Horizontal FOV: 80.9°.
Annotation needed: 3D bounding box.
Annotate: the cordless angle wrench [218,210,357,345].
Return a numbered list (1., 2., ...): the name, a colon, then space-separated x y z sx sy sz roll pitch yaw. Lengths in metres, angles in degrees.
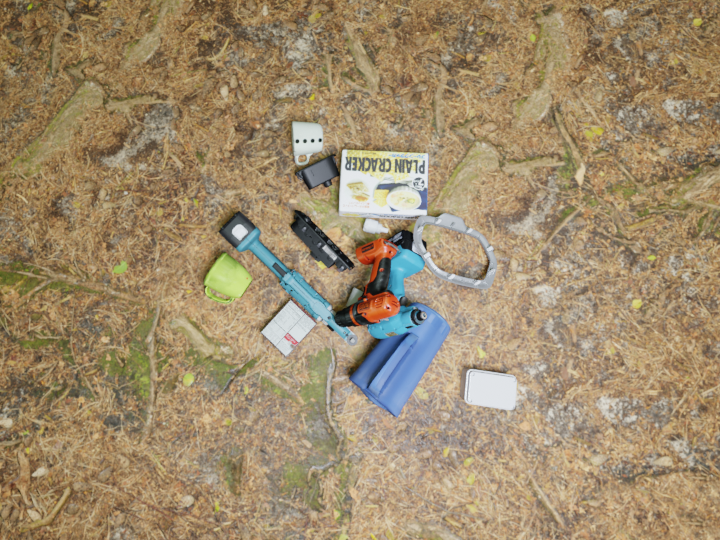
1. cordless angle wrench: -0.165 0.028 1.029 0.425 0.097 0.074 44 85 3

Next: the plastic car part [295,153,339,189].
1. plastic car part: -0.102 -0.244 1.079 0.116 0.067 0.070 -24 99 -5

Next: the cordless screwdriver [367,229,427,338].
1. cordless screwdriver: 0.099 0.026 0.943 0.071 0.163 0.252 29 57 -25

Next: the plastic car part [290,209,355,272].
1. plastic car part: -0.103 -0.067 1.053 0.068 0.065 0.205 -42 84 21

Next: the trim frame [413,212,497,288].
1. trim frame: 0.228 -0.049 0.991 0.240 0.028 0.189 12 56 -21
